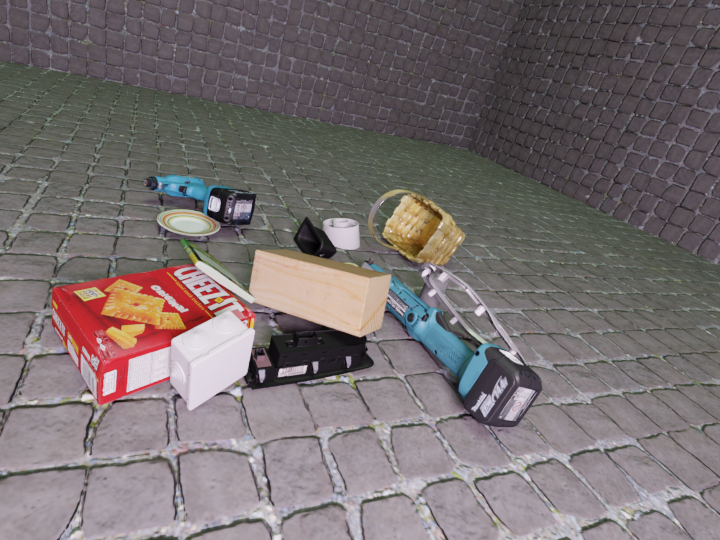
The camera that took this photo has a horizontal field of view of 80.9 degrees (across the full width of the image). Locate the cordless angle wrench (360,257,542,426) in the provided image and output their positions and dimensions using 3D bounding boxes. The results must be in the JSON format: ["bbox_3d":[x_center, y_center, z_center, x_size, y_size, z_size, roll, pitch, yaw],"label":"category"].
[{"bbox_3d":[0.108,0.087,0.742,0.070,0.098,0.447,20,14,-36],"label":"cordless angle wrench"}]

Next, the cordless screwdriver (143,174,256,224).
[{"bbox_3d":[-0.374,-0.174,0.982,0.262,0.074,0.152,22,15,30],"label":"cordless screwdriver"}]

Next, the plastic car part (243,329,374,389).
[{"bbox_3d":[-0.070,0.117,0.614,0.194,0.066,0.070,3,20,-30],"label":"plastic car part"}]

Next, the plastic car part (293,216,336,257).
[{"bbox_3d":[-0.095,-0.062,0.966,0.067,0.066,0.123,15,24,-39],"label":"plastic car part"}]

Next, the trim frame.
[{"bbox_3d":[0.182,0.079,0.704,0.241,0.027,0.191,53,-11,-19],"label":"trim frame"}]
